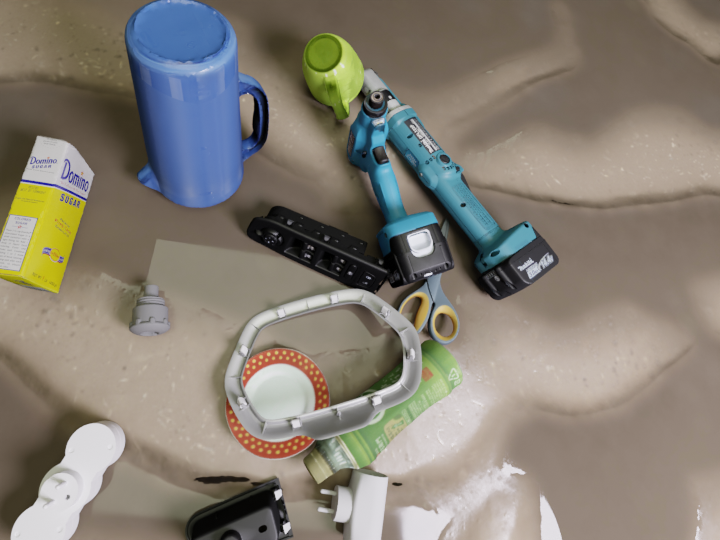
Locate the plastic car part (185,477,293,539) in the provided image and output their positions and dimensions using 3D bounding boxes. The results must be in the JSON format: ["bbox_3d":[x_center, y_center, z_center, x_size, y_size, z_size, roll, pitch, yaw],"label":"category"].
[{"bbox_3d":[-0.135,0.290,0.467,0.114,0.071,0.067,-15,76,-17],"label":"plastic car part"}]

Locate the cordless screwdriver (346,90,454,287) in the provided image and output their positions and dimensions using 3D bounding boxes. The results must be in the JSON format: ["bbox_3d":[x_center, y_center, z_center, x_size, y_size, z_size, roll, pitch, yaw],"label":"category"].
[{"bbox_3d":[0.045,-0.107,0.573,0.074,0.157,0.254,-18,77,-9],"label":"cordless screwdriver"}]

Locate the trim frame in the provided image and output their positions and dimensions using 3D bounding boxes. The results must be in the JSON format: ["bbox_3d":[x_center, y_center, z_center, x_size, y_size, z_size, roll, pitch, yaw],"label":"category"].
[{"bbox_3d":[-0.047,0.110,0.525,0.246,0.026,0.192,-14,55,-6],"label":"trim frame"}]

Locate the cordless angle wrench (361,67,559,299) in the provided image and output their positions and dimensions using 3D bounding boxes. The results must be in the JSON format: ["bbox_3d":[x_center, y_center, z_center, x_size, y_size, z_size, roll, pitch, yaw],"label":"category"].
[{"bbox_3d":[0.119,-0.155,0.651,0.096,0.074,0.433,-28,75,-27],"label":"cordless angle wrench"}]

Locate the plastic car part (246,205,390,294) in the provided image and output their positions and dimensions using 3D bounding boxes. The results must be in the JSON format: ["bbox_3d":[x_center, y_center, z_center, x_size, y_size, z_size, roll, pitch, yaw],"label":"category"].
[{"bbox_3d":[-0.058,-0.038,0.590,0.202,0.066,0.068,20,61,-2],"label":"plastic car part"}]
